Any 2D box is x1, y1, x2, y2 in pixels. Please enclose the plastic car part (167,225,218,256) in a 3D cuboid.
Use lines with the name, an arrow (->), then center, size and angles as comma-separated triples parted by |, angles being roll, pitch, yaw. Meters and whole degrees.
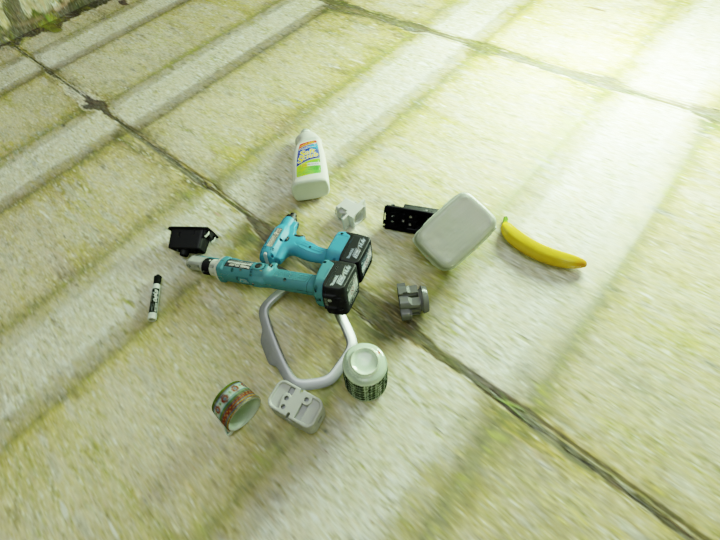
plastic car part -> -0.421, -0.068, 1.041 | 0.119, 0.063, 0.072 | 0, 69, 11

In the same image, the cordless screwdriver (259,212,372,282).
cordless screwdriver -> -0.096, -0.063, 0.977 | 0.257, 0.071, 0.160 | 10, 51, 19

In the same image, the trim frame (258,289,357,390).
trim frame -> -0.115, 0.127, 0.872 | 0.182, 0.026, 0.261 | -25, 57, -11

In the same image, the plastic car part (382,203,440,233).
plastic car part -> 0.159, -0.117, 0.990 | 0.210, 0.064, 0.066 | 14, 32, 18

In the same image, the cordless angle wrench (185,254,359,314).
cordless angle wrench -> -0.215, 0.009, 0.927 | 0.440, 0.071, 0.098 | 8, 41, 23
